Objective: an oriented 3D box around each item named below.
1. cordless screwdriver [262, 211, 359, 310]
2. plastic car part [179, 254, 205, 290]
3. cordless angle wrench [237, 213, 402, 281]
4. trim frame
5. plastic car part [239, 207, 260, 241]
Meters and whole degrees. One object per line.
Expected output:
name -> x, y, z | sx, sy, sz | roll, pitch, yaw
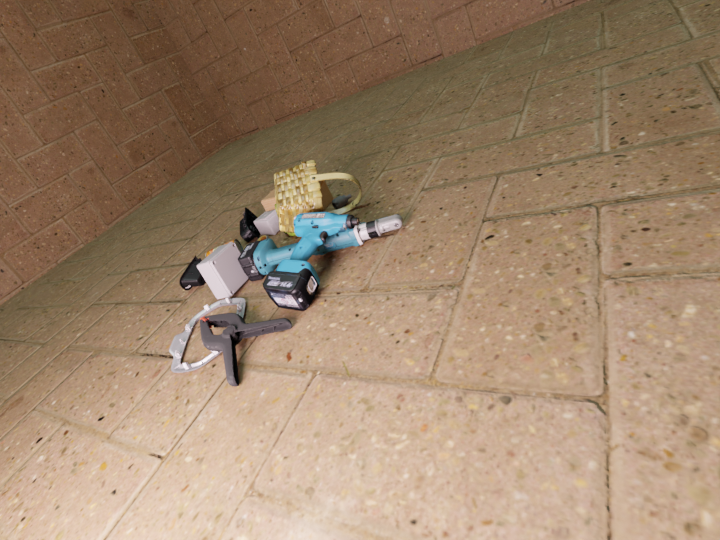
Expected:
cordless screwdriver -> -0.102, -0.034, 0.923 | 0.165, 0.071, 0.252 | -1, 50, 25
plastic car part -> -0.477, 0.013, 1.253 | 0.072, 0.063, 0.119 | -5, 36, 11
cordless angle wrench -> -0.102, -0.067, 1.041 | 0.434, 0.071, 0.099 | -13, 31, 21
trim frame -> -0.349, 0.137, 0.965 | 0.186, 0.026, 0.257 | -25, 30, 8
plastic car part -> -0.377, -0.148, 1.418 | 0.067, 0.063, 0.212 | -38, 28, 0
